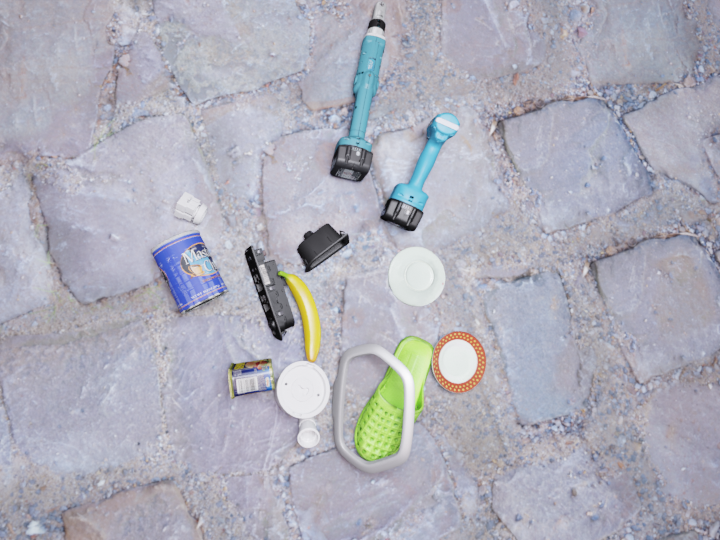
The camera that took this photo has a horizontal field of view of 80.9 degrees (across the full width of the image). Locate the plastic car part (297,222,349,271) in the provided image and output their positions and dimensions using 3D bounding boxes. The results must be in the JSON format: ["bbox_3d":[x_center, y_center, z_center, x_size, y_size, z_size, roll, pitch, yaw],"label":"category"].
[{"bbox_3d":[-0.089,-0.058,0.907,0.116,0.064,0.073,-34,75,-5],"label":"plastic car part"}]

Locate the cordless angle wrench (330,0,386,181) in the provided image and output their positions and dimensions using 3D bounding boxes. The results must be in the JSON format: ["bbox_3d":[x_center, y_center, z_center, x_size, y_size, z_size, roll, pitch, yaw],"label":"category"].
[{"bbox_3d":[0.011,-0.411,0.937,0.073,0.099,0.426,12,80,-10],"label":"cordless angle wrench"}]

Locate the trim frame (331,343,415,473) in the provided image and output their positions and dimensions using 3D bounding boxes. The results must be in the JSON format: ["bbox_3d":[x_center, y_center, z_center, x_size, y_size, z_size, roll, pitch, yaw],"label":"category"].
[{"bbox_3d":[0.019,0.271,0.840,0.192,0.026,0.249,1,86,30],"label":"trim frame"}]

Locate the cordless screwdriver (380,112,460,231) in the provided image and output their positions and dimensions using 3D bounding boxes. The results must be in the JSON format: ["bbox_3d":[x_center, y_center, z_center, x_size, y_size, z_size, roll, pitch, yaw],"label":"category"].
[{"bbox_3d":[0.127,-0.211,0.912,0.074,0.160,0.248,24,98,-4],"label":"cordless screwdriver"}]

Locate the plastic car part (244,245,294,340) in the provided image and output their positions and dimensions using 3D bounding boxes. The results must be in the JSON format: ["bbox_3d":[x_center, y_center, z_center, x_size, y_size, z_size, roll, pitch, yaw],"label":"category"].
[{"bbox_3d":[-0.187,0.045,0.887,0.064,0.068,0.205,-12,83,-34],"label":"plastic car part"}]
